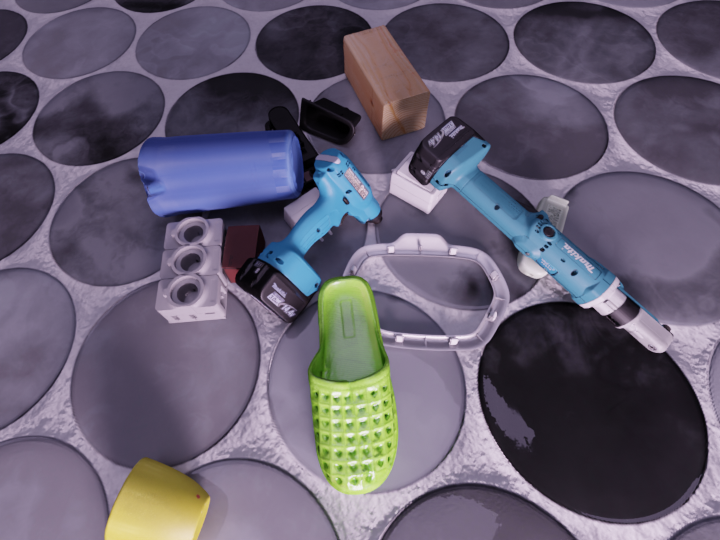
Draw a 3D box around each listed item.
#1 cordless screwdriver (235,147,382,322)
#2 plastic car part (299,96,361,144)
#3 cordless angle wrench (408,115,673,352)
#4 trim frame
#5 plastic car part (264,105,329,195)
[{"bbox_3d":[-0.062,-0.041,0.636,0.079,0.150,0.249,21,74,45],"label":"cordless screwdriver"},{"bbox_3d":[-0.050,-0.290,0.804,0.120,0.064,0.071,26,52,13],"label":"plastic car part"},{"bbox_3d":[0.253,-0.047,0.602,0.097,0.073,0.433,-41,78,-18],"label":"cordless angle wrench"},{"bbox_3d":[0.094,0.027,0.632,0.252,0.026,0.188,1,60,7],"label":"trim frame"},{"bbox_3d":[-0.123,-0.231,0.774,0.066,0.064,0.212,-30,61,-4],"label":"plastic car part"}]
